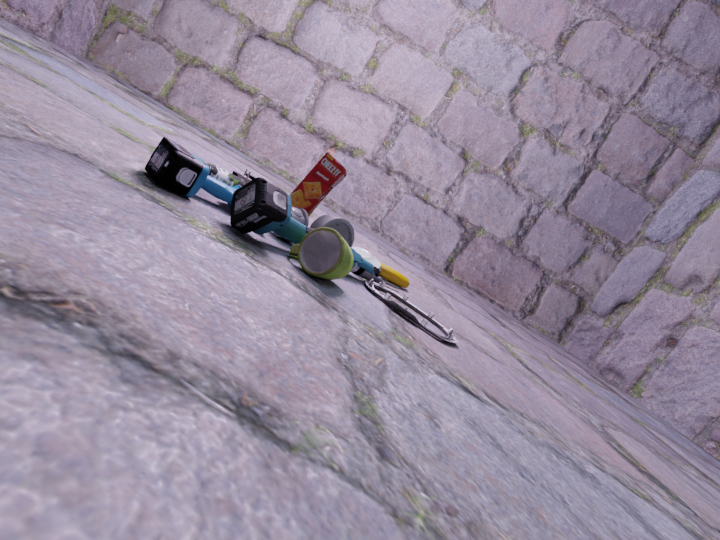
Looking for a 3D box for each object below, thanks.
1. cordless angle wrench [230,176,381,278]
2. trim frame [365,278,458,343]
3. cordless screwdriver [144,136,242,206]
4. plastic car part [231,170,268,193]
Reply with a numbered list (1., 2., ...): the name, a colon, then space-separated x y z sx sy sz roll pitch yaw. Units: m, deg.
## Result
1. cordless angle wrench: -0.088 -0.057 0.896 0.399 0.101 0.076 30 49 -46
2. trim frame: 0.116 0.088 0.969 0.259 0.027 0.177 36 11 21
3. cordless screwdriver: -0.288 -0.160 0.841 0.168 0.074 0.235 38 7 37
4. plastic car part: -0.322 -0.241 1.230 0.192 0.067 0.070 28 2 -39
